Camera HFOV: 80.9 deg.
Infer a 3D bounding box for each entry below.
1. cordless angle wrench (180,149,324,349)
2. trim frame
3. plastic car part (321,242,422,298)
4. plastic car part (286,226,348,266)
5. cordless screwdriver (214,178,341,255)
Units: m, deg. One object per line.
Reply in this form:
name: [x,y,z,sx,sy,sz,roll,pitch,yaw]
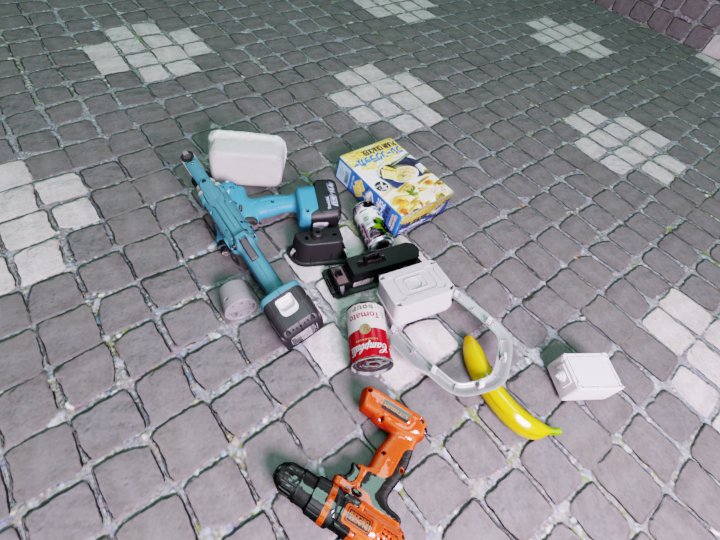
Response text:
cordless angle wrench: [-0.213,-0.060,0.745,0.074,0.095,0.439,-33,69,-13]
trim frame: [0.139,0.101,0.723,0.181,0.026,0.262,-29,53,-22]
plastic car part: [0.031,-0.012,0.803,0.197,0.065,0.070,-13,49,-22]
plastic car part: [-0.079,-0.052,0.809,0.113,0.070,0.069,-6,53,-19]
cordless screwdriver: [-0.164,-0.104,0.837,0.246,0.073,0.164,-3,60,-6]
